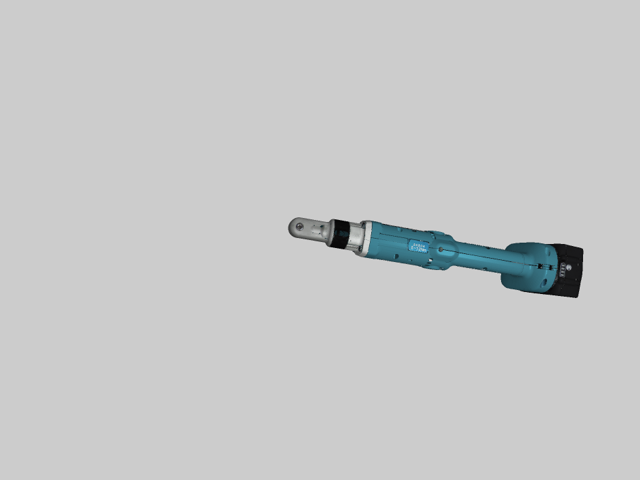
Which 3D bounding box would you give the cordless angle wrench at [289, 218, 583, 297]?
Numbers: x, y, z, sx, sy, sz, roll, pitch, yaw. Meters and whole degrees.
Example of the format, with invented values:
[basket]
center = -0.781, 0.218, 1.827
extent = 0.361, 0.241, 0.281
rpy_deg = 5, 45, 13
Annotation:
[cordless angle wrench]
center = 0.163, 0.015, 0.611
extent = 0.423, 0.074, 0.098
rpy_deg = 10, -4, -9
